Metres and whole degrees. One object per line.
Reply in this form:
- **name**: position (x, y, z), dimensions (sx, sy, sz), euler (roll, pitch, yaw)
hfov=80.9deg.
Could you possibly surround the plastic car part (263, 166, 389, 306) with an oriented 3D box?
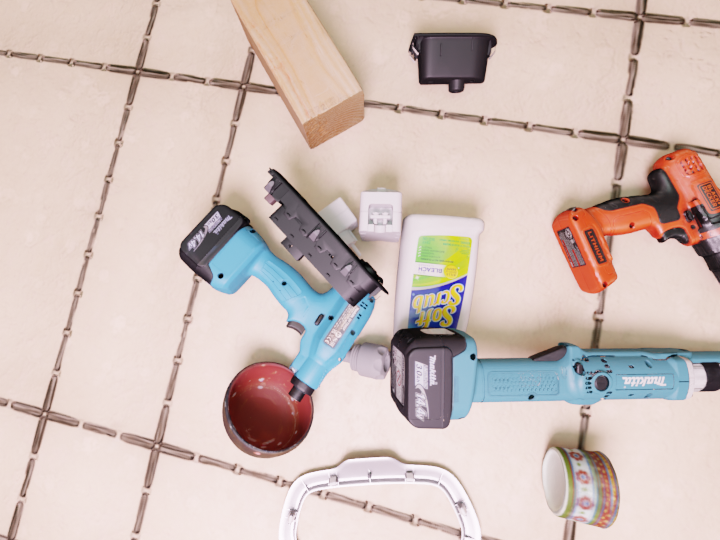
- **plastic car part**: position (-0.049, -0.032, 0.505), dimensions (0.207, 0.065, 0.067), euler (43, 85, 9)

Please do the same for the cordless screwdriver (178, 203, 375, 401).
- **cordless screwdriver**: position (-0.122, 0.037, 0.544), dimensions (0.252, 0.073, 0.159), euler (33, 76, 7)

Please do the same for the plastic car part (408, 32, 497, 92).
- **plastic car part**: position (0.125, -0.280, 0.577), dimensions (0.117, 0.066, 0.070), euler (5, 100, 3)

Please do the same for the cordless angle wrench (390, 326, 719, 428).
- **cordless angle wrench**: position (0.249, 0.116, 0.473), dimensions (0.419, 0.075, 0.098), euler (1, 91, -5)

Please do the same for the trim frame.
- **trim frame**: position (0.020, 0.326, 0.520), dimensions (0.252, 0.027, 0.186), euler (-6, 81, 8)
